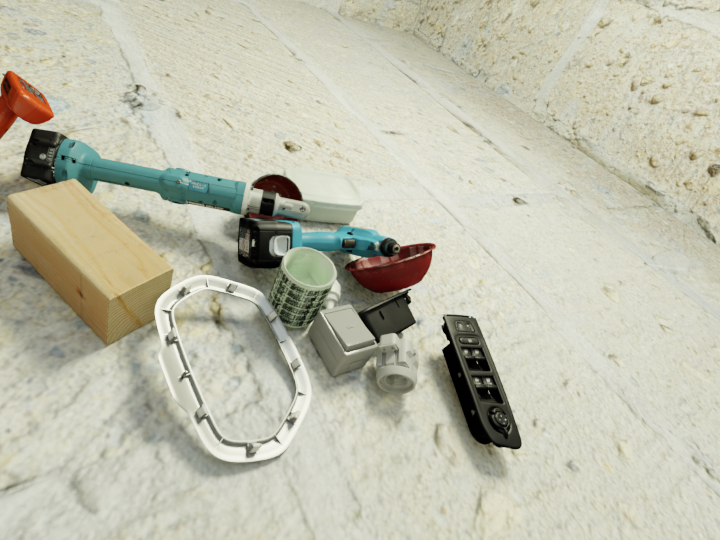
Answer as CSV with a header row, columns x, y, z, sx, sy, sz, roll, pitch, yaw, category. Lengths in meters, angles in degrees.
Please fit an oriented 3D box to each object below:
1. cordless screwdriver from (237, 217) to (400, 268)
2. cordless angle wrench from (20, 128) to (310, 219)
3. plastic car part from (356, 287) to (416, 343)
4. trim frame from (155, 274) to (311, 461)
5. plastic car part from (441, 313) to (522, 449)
x,y,z,sx,sy,sz,roll,pitch,yaw,category
-0.068,-0.045,0.698,0.238,0.074,0.167,-3,11,-33,cordless screwdriver
-0.287,-0.133,0.668,0.417,0.075,0.099,10,-6,-8,cordless angle wrench
0.043,0.085,0.677,0.113,0.066,0.073,-23,74,-41,plastic car part
-0.156,0.108,0.527,0.176,0.028,0.257,-10,62,-44,trim frame
0.168,0.166,0.633,0.063,0.067,0.212,12,43,-30,plastic car part
